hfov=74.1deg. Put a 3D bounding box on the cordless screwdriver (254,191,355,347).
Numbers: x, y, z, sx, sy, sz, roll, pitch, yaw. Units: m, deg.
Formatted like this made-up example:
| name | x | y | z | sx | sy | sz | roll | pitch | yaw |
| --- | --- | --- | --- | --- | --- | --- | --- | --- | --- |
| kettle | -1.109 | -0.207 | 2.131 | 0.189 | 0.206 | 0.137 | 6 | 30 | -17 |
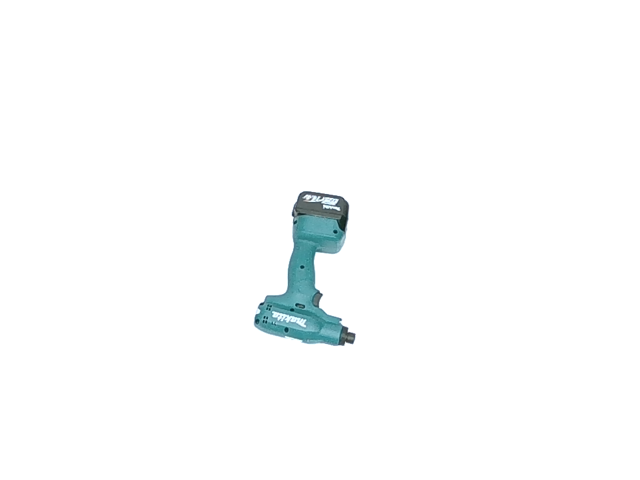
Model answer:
| name | x | y | z | sx | sy | sz | roll | pitch | yaw |
| --- | --- | --- | --- | --- | --- | --- | --- | --- | --- |
| cordless screwdriver | 0.001 | 0.048 | 0.705 | 0.159 | 0.248 | 0.074 | 13 | -23 | 5 |
